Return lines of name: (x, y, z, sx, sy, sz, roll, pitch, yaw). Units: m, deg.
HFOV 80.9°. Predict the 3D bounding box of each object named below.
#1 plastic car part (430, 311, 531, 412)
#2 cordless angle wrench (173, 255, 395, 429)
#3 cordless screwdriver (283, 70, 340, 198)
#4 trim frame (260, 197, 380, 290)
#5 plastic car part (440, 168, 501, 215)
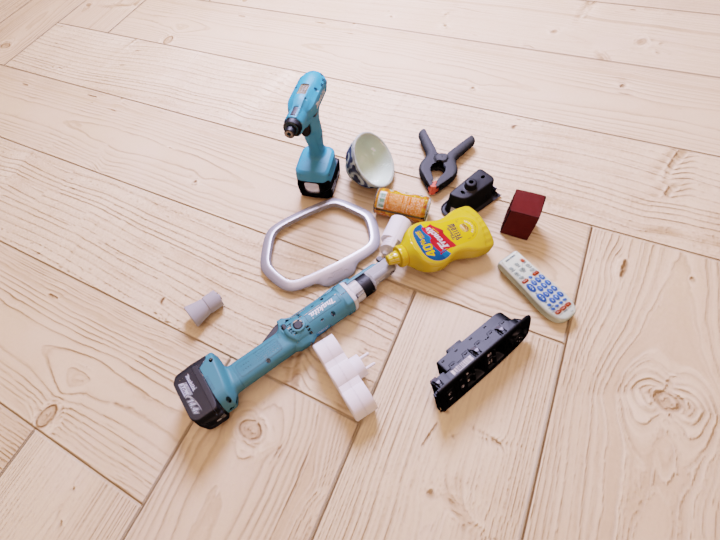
plastic car part: (0.185, 0.133, 0.670, 0.201, 0.063, 0.071, -33, 36, -10)
cordless angle wrench: (-0.106, 0.103, 0.726, 0.418, 0.072, 0.103, -34, 62, -15)
cordless screwdriver: (-0.098, -0.236, 0.822, 0.076, 0.240, 0.161, 9, 56, 9)
trim frame: (-0.082, -0.054, 0.839, 0.246, 0.026, 0.193, -27, 58, -10)
plastic car part: (0.217, -0.154, 0.828, 0.115, 0.068, 0.069, -35, 62, -17)
